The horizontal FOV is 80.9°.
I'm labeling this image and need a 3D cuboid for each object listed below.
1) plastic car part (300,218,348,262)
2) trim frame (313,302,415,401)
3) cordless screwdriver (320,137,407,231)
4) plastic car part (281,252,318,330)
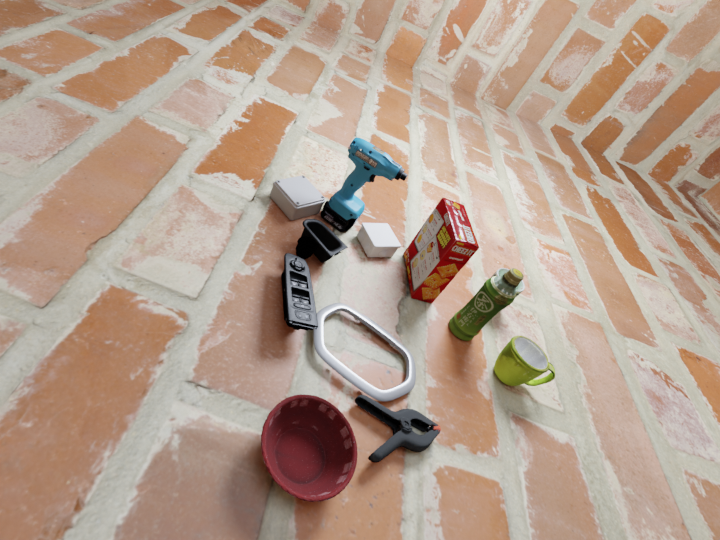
[{"bbox_3d":[-0.101,-0.066,1.033,0.121,0.070,0.064,44,42,18],"label":"plastic car part"},{"bbox_3d":[0.008,0.165,0.883,0.252,0.027,0.182,33,41,7],"label":"trim frame"},{"bbox_3d":[0.004,-0.205,1.098,0.162,0.248,0.073,36,40,6],"label":"cordless screwdriver"},{"bbox_3d":[-0.137,0.048,0.898,0.064,0.067,0.211,10,43,-22],"label":"plastic car part"}]
